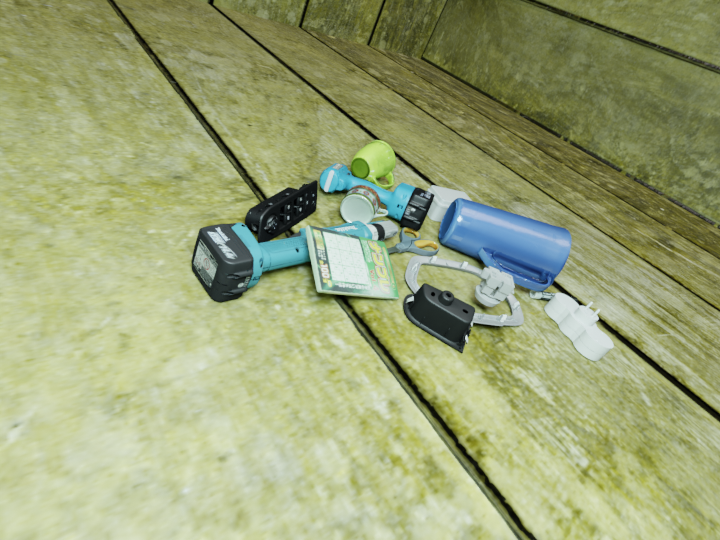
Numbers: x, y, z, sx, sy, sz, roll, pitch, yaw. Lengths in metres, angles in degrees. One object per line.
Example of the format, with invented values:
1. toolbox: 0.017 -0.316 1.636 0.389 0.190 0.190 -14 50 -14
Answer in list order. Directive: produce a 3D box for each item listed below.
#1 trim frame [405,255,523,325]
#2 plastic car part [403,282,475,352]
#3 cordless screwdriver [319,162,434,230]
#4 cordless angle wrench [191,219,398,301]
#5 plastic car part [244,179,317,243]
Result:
1. trim frame: 0.196 0.037 0.793 0.240 0.027 0.192 10 37 -21
2. plastic car part: 0.131 0.063 0.671 0.118 0.070 0.066 31 46 6
3. cordless screwdriver: 0.037 -0.182 0.960 0.252 0.073 0.159 21 24 5
4. cordless angle wrench: -0.070 -0.046 0.713 0.406 0.074 0.103 -15 51 -45
5. plastic car part: -0.144 -0.114 0.772 0.069 0.065 0.202 20 33 10
